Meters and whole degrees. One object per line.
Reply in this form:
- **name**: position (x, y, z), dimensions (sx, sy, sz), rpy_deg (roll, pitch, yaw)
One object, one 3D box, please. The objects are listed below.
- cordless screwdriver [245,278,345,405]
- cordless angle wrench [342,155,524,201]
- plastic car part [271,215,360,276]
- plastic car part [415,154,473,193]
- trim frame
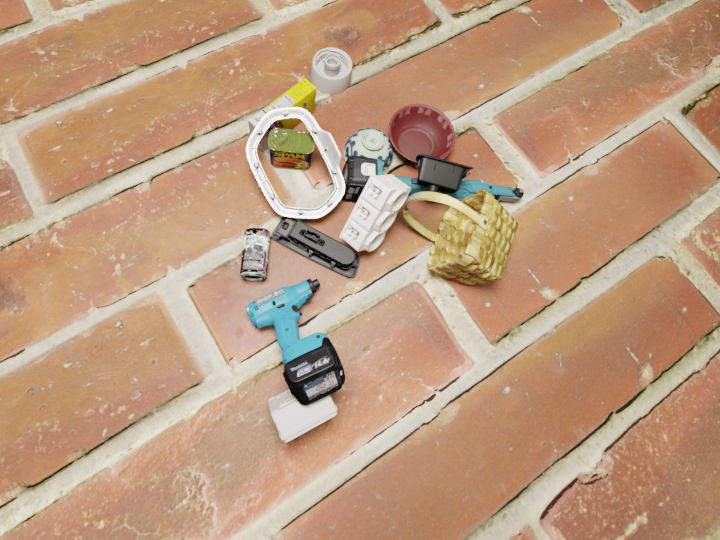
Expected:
- **cordless screwdriver**: position (-0.105, 0.113, 0.791), dimensions (0.157, 0.071, 0.263), rpy_deg (-27, 42, -15)
- **cordless angle wrench**: position (0.170, -0.191, 0.967), dimensions (0.417, 0.097, 0.076), rpy_deg (4, 73, -8)
- **plastic car part**: position (-0.089, -0.058, 0.911), dimensions (0.204, 0.066, 0.066), rpy_deg (29, 65, 2)
- **plastic car part**: position (0.166, -0.196, 0.898), dimensions (0.115, 0.066, 0.071), rpy_deg (11, 84, -7)
- **trim frame**: position (-0.136, -0.227, 0.902), dimensions (0.184, 0.028, 0.247), rpy_deg (-26, 92, -2)
